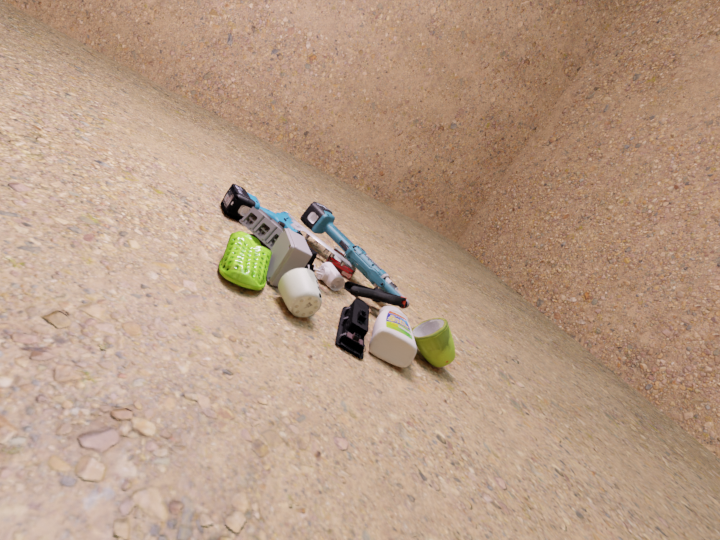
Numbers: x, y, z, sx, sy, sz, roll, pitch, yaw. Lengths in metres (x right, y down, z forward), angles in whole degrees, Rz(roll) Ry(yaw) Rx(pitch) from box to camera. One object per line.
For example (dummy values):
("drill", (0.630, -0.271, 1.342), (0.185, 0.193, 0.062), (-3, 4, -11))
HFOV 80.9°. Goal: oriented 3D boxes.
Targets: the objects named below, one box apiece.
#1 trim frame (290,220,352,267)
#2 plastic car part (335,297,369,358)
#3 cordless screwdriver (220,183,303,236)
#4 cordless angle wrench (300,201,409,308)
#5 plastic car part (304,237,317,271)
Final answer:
("trim frame", (-0.114, -0.074, 1.163), (0.175, 0.027, 0.261), (39, 1, -32))
("plastic car part", (-0.012, 0.113, 0.941), (0.066, 0.067, 0.205), (23, 14, -5))
("cordless screwdriver", (-0.279, -0.155, 1.244), (0.235, 0.074, 0.168), (23, 18, -41))
("cordless angle wrench", (-0.012, -0.043, 1.255), (0.441, 0.074, 0.094), (45, 14, 23))
("plastic car part", (-0.164, -0.052, 1.141), (0.121, 0.071, 0.064), (40, 16, 18))
